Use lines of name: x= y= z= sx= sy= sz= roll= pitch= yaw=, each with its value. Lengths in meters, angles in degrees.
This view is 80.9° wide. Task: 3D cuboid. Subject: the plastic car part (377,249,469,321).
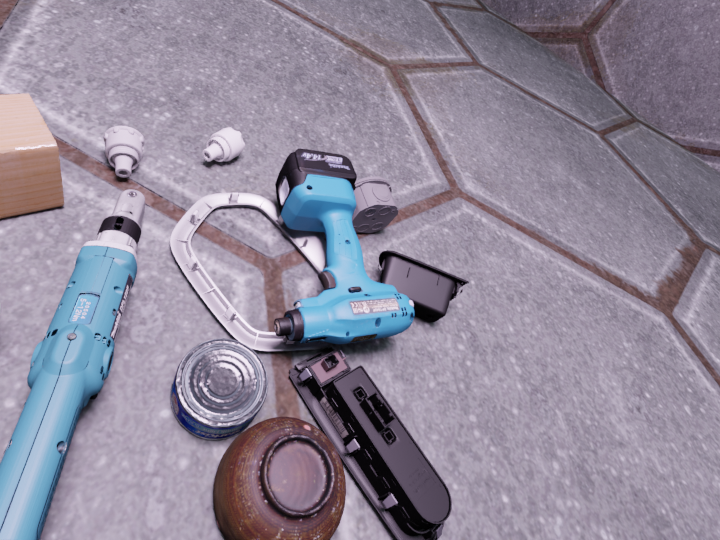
plastic car part: x=0.069 y=0.030 z=0.553 sx=0.115 sy=0.066 sz=0.072 roll=21 pitch=60 yaw=-6

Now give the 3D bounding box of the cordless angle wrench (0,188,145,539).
cordless angle wrench: x=-0.229 y=0.074 z=0.338 sx=0.072 sy=0.097 sz=0.439 roll=8 pitch=45 yaw=-20

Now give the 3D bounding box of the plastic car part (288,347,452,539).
plastic car part: x=0.017 y=0.160 z=0.407 sx=0.064 sy=0.067 sz=0.210 roll=-15 pitch=62 yaw=-45

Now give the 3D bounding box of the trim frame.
trim frame: x=-0.115 y=-0.010 z=0.513 sx=0.179 sy=0.027 sz=0.257 roll=-27 pitch=65 yaw=-42

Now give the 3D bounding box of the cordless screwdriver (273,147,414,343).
cordless screwdriver: x=-0.049 y=-0.032 z=0.503 sx=0.153 sy=0.074 sz=0.259 roll=-3 pitch=57 yaw=-30
